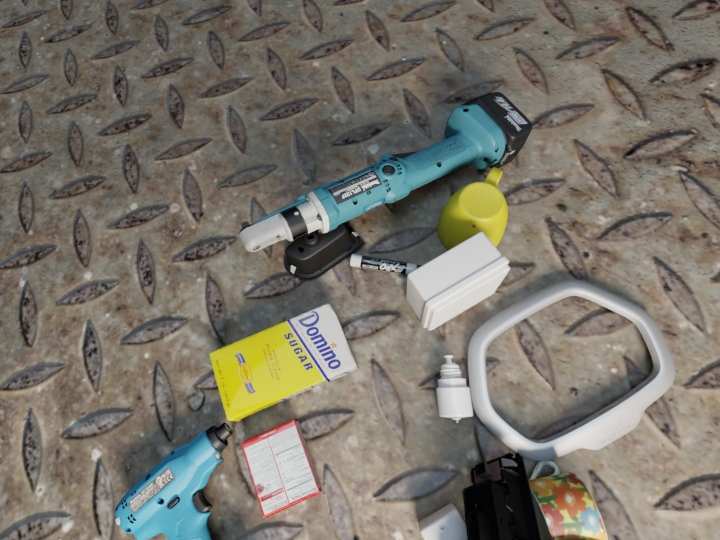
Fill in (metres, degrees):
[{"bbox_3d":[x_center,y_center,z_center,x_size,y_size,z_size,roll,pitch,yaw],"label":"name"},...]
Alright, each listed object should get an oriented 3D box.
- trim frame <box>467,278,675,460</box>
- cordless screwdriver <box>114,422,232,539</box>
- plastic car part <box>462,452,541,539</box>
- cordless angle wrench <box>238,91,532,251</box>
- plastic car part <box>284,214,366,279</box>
[{"bbox_3d":[0.250,0.118,0.518,0.247,0.026,0.191,-30,67,-5],"label":"trim frame"},{"bbox_3d":[-0.159,0.317,0.482,0.158,0.071,0.260,-41,66,-8],"label":"cordless screwdriver"},{"bbox_3d":[0.135,0.274,0.397,0.067,0.064,0.208,-40,29,31],"label":"plastic car part"},{"bbox_3d":[0.035,-0.123,0.578,0.417,0.072,0.102,-27,68,-13],"label":"cordless angle wrench"},{"bbox_3d":[-0.059,-0.038,0.601,0.116,0.069,0.068,-37,69,-10],"label":"plastic car part"}]
